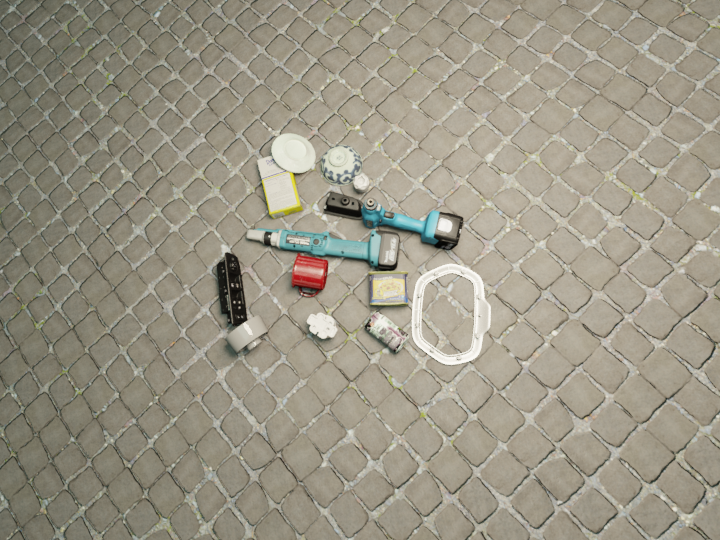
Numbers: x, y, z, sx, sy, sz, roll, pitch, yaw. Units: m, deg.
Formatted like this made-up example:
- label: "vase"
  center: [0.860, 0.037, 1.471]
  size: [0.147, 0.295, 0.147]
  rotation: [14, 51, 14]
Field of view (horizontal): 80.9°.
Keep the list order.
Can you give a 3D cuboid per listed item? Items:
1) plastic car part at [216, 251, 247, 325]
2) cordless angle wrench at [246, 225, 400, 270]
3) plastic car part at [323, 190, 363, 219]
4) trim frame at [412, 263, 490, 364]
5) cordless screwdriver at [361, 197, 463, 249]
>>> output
- label: "plastic car part"
  center: [-0.355, 0.052, 1.156]
  size: [0.069, 0.063, 0.206]
  rotation: [-16, 75, 31]
- label: "cordless angle wrench"
  center: [-0.111, -0.072, 1.133]
  size: [0.434, 0.072, 0.099]
  rotation: [7, 79, 14]
- label: "plastic car part"
  center: [-0.044, -0.181, 1.143]
  size: [0.120, 0.068, 0.066]
  rotation: [15, 82, 15]
- label: "trim frame"
  center: [0.224, 0.106, 1.051]
  size: [0.188, 0.027, 0.251]
  rotation: [5, 76, 10]
- label: "cordless screwdriver"
  center: [0.124, -0.125, 1.055]
  size: [0.254, 0.155, 0.075]
  rotation: [14, 81, 10]
